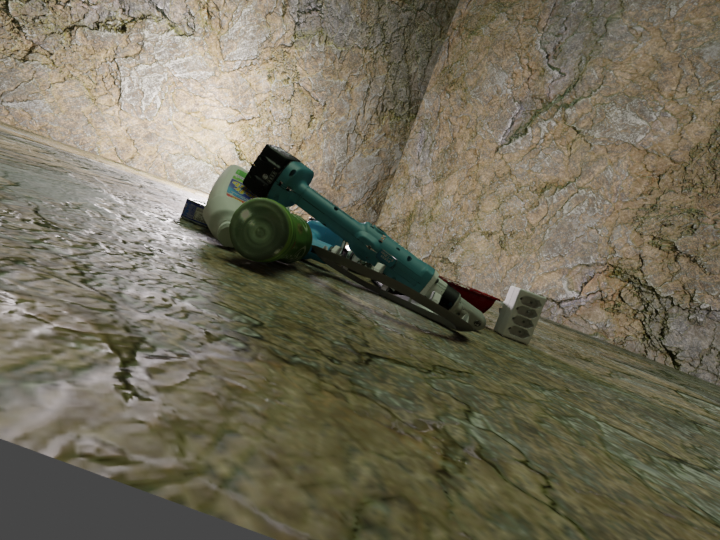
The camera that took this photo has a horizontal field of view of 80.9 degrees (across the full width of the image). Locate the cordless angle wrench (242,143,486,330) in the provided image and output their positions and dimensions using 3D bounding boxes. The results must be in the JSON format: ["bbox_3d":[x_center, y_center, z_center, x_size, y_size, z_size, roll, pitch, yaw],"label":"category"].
[{"bbox_3d":[0.013,-0.043,0.652,0.427,0.074,0.097,36,13,5],"label":"cordless angle wrench"}]

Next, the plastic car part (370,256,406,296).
[{"bbox_3d":[0.068,0.017,0.764,0.070,0.066,0.118,35,-1,-8],"label":"plastic car part"}]

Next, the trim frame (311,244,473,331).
[{"bbox_3d":[0.035,0.019,0.564,0.263,0.027,0.174,21,-11,44],"label":"trim frame"}]

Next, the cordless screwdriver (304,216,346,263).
[{"bbox_3d":[-0.081,-0.053,0.824,0.164,0.074,0.242,21,8,14],"label":"cordless screwdriver"}]

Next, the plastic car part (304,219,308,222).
[{"bbox_3d":[-0.137,-0.082,1.044,0.196,0.067,0.068,17,-21,-21],"label":"plastic car part"}]
